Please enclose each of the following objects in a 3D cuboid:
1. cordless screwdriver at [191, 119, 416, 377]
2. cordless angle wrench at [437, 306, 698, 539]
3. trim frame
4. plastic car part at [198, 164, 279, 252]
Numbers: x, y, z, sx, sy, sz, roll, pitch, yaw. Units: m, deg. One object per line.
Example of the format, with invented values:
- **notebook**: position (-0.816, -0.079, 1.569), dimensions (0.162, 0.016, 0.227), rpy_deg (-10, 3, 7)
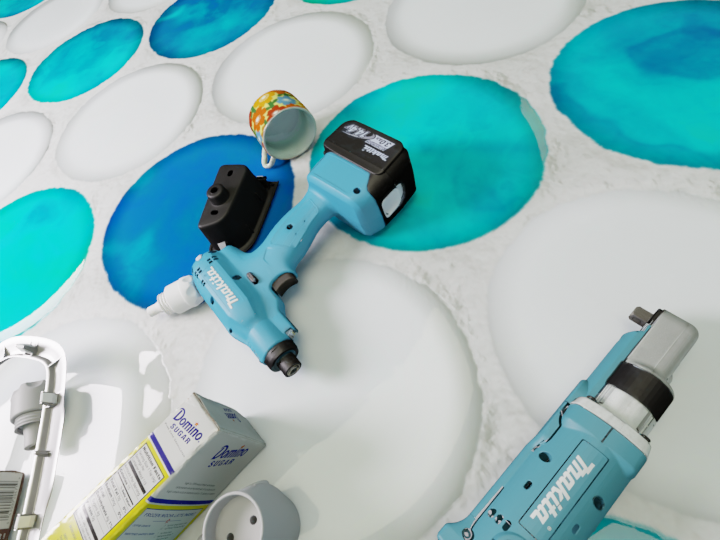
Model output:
- **cordless screwdriver**: position (-0.042, -0.027, 0.427), dimensions (0.248, 0.071, 0.168), rpy_deg (-44, 59, -6)
- **cordless angle wrench**: position (0.090, 0.179, 0.266), dimensions (0.420, 0.071, 0.103), rpy_deg (-43, 59, -13)
- **trim frame**: position (-0.340, 0.177, 0.376), dimensions (0.186, 0.026, 0.257), rpy_deg (-16, 58, 8)
- **plastic car part**: position (-0.150, -0.077, 0.490), dimensions (0.068, 0.067, 0.118), rpy_deg (3, 59, 18)
